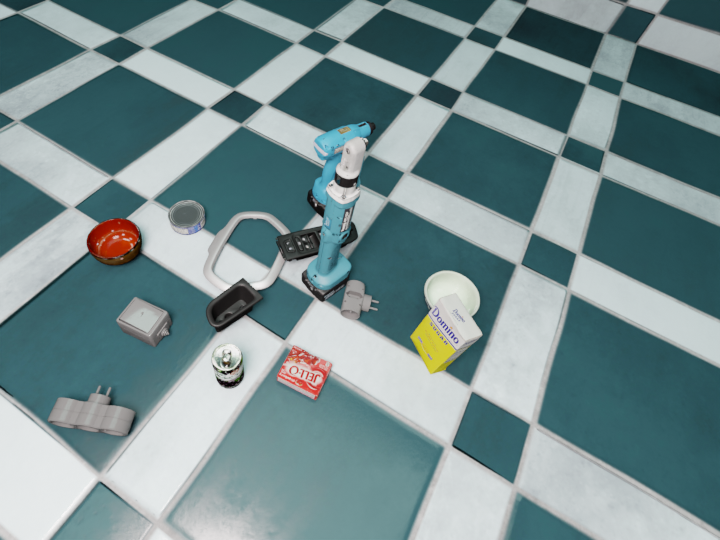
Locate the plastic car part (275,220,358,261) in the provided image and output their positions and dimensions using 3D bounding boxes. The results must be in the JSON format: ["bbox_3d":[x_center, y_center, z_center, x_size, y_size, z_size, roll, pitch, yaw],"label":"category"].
[{"bbox_3d":[-0.098,-0.064,1.005,0.198,0.066,0.069,-19,61,-19],"label":"plastic car part"}]

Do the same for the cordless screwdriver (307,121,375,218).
[{"bbox_3d":[-0.048,-0.248,1.031,0.156,0.244,0.077,-30,67,-27],"label":"cordless screwdriver"}]

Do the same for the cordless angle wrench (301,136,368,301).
[{"bbox_3d":[-0.046,-0.082,0.810,0.096,0.415,0.077,-34,69,-29],"label":"cordless angle wrench"}]

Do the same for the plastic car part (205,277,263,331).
[{"bbox_3d":[-0.268,0.083,0.879,0.068,0.069,0.115,40,59,17],"label":"plastic car part"}]

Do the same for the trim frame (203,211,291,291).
[{"bbox_3d":[-0.265,-0.048,0.997,0.186,0.027,0.252,15,55,3],"label":"trim frame"}]
